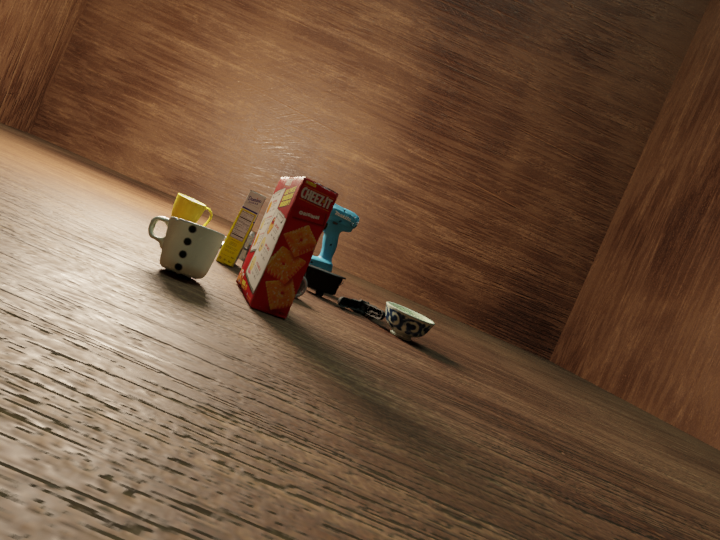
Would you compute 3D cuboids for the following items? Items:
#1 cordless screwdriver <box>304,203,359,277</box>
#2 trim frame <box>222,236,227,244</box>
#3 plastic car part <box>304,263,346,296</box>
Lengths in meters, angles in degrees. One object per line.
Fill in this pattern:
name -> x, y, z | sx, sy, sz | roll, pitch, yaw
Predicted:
cordless screwdriver -> -0.120, -0.078, 1.224 | 0.154, 0.248, 0.077 | 23, 1, -19
trim frame -> -0.359, -0.065, 1.300 | 0.195, 0.027, 0.235 | 25, 2, 38
plastic car part -> -0.104, 0.030, 1.102 | 0.117, 0.071, 0.066 | 24, 1, 1
